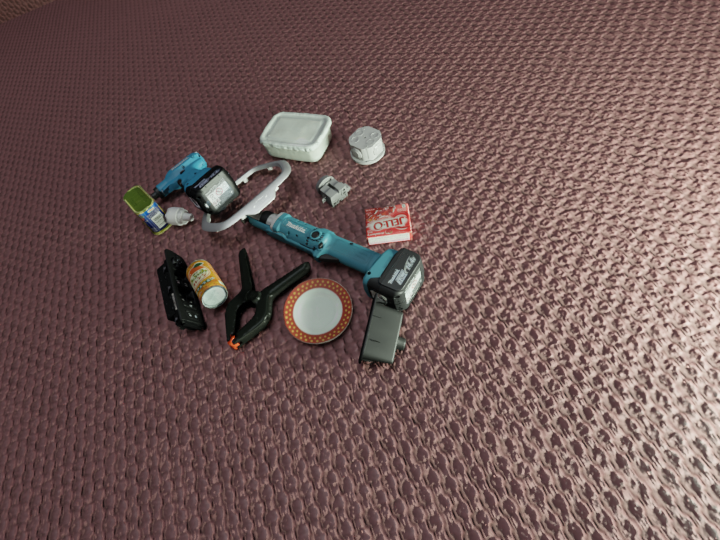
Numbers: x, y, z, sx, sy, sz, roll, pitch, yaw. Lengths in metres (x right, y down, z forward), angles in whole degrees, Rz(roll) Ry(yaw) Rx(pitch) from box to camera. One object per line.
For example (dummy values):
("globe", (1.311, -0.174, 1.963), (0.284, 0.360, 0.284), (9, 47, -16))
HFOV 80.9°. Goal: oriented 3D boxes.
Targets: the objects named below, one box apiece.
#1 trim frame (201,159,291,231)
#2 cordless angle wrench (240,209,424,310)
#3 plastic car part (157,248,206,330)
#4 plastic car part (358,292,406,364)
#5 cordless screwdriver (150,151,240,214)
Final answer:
("trim frame", (-0.262, -0.172, 0.963), (0.246, 0.026, 0.195), (-44, 39, -16))
("cordless angle wrench", (-0.082, -0.054, 0.841), (0.445, 0.071, 0.098), (24, 66, 30))
("plastic car part", (-0.376, 0.044, 0.869), (0.068, 0.062, 0.213), (-40, 54, 18))
("plastic car part", (0.041, 0.108, 0.709), (0.072, 0.064, 0.118), (10, 63, 4))
("cordless screwdriver", (-0.400, -0.197, 0.999), (0.158, 0.070, 0.263), (-44, 43, -14))
